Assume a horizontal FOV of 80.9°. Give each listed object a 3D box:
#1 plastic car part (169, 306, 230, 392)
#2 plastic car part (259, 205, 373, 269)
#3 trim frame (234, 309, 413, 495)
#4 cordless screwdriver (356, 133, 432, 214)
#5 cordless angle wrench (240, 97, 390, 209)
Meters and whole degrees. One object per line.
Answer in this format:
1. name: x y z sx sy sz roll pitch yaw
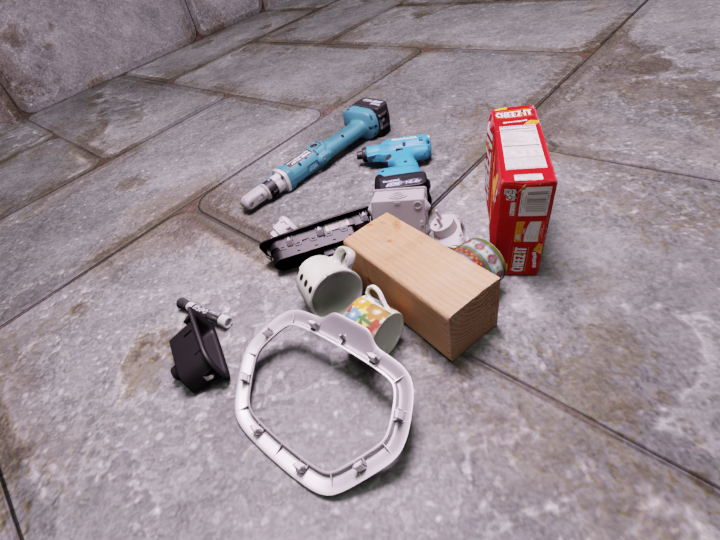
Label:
1. plastic car part: -0.239 0.122 0.604 0.071 0.062 0.123 -35 46 0
2. plastic car part: -0.072 -0.047 0.732 0.203 0.064 0.069 -14 67 1
3. trim frame: -0.056 0.140 0.509 0.263 0.026 0.184 22 71 37
4. cordless screwdriver: 0.061 -0.193 0.834 0.163 0.071 0.254 -5 39 12
5. cordless angle wrench: -0.100 -0.263 0.964 0.418 0.071 0.104 -42 48 -23
